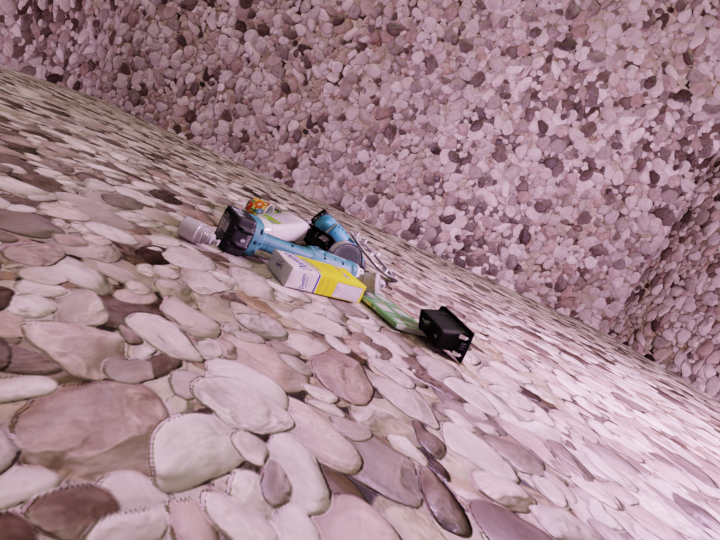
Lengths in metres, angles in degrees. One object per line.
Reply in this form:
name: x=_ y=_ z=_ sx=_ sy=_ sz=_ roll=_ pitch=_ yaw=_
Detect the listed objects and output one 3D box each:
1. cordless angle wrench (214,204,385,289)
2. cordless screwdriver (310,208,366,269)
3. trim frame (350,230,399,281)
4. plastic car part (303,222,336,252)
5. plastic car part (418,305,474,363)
cordless angle wrench: x=-0.103 y=-0.025 z=0.915 sx=0.402 sy=0.074 sz=0.103 roll=21 pitch=11 yaw=-33
cordless screwdriver: x=-0.069 y=-0.092 z=1.271 sx=0.153 sy=0.074 sz=0.259 roll=50 pitch=-3 yaw=-25
trim frame: x=0.045 y=-0.037 z=1.223 sx=0.192 sy=0.028 sz=0.237 roll=53 pitch=7 yaw=24
plastic car part: x=-0.111 y=-0.073 z=1.137 sx=0.063 sy=0.067 sz=0.213 roll=53 pitch=-4 yaw=-30
plastic car part: x=0.148 y=0.111 z=0.800 sx=0.068 sy=0.065 sz=0.122 roll=10 pitch=21 yaw=-24
